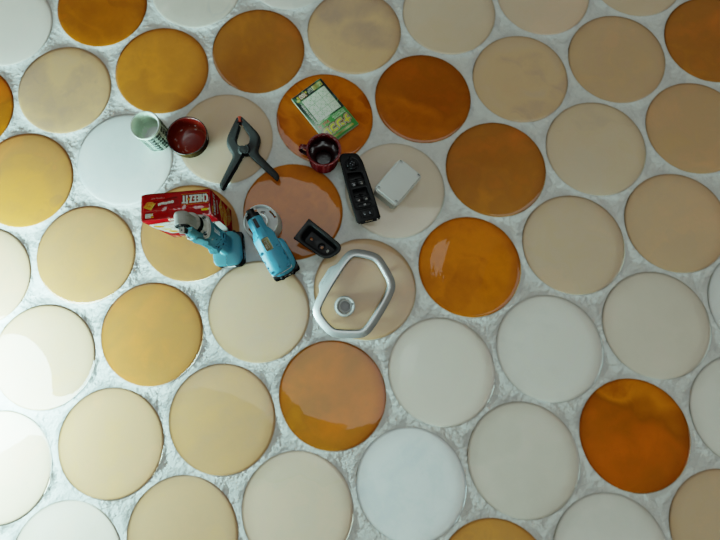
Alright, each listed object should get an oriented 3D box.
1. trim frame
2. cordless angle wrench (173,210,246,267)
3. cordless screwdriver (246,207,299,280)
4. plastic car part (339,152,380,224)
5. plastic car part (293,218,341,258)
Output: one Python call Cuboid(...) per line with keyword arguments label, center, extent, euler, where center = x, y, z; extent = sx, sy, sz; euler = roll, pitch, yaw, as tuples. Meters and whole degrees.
Cuboid(label="trim frame", center=(-0.018, 0.061, 1.113), extent=(0.186, 0.027, 0.248), euler=(30, 83, 5))
Cuboid(label="cordless angle wrench", center=(-0.331, -0.073, 0.941), extent=(0.074, 0.421, 0.099), euler=(-6, 85, -5))
Cuboid(label="cordless screwdriver", center=(-0.216, -0.056, 1.024), extent=(0.074, 0.247, 0.161), euler=(-29, 86, -7))
Cuboid(label="plastic car part", center=(-0.007, -0.221, 1.138), extent=(0.066, 0.066, 0.205), euler=(-15, 81, -4))
Cuboid(label="plastic car part", center=(-0.109, -0.071, 1.114), extent=(0.118, 0.070, 0.066), euler=(37, 83, 4))
